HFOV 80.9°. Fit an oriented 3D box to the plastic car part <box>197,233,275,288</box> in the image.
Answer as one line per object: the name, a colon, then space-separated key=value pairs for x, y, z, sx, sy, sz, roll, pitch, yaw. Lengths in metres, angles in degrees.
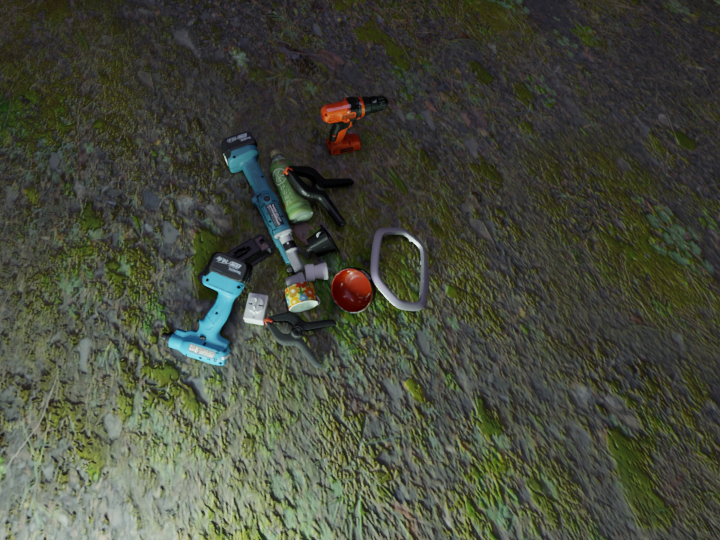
plastic car part: x=-0.314 y=-0.025 z=1.063 sx=0.201 sy=0.067 sz=0.067 roll=-35 pitch=84 yaw=-15

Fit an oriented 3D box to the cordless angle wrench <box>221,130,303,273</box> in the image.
cordless angle wrench: x=-0.252 y=-0.181 z=1.132 sx=0.096 sy=0.073 sz=0.435 roll=-24 pitch=72 yaw=-15

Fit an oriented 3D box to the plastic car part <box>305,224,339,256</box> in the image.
plastic car part: x=-0.105 y=-0.069 z=1.076 sx=0.071 sy=0.112 sz=0.068 roll=-33 pitch=75 yaw=6

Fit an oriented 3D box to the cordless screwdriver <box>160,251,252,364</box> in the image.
cordless screwdriver: x=-0.352 y=0.079 z=0.976 sx=0.160 sy=0.074 sz=0.249 roll=17 pitch=86 yaw=2

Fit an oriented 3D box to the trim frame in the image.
trim frame: x=0.104 y=-0.010 z=1.069 sx=0.179 sy=0.028 sz=0.254 roll=22 pitch=49 yaw=-17
